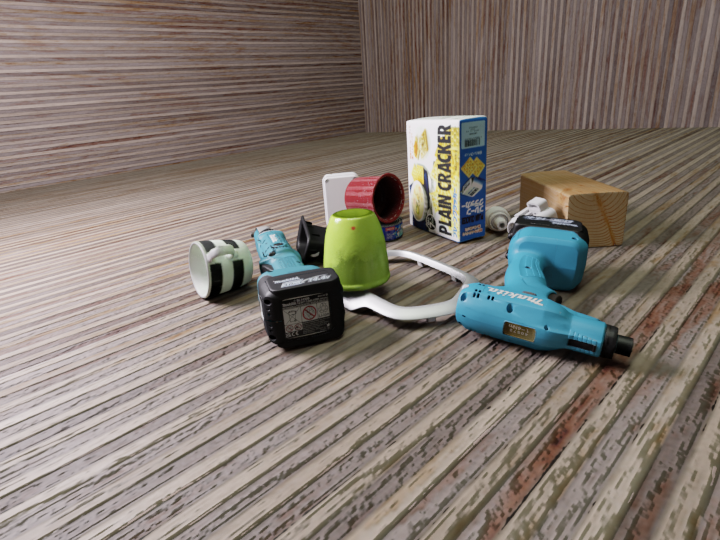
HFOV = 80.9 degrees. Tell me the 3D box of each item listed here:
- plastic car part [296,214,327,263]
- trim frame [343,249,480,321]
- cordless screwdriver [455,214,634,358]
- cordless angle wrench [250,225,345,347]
[{"bbox_3d":[-0.074,-0.048,0.755,0.069,0.065,0.121,4,21,-18],"label":"plastic car part"},{"bbox_3d":[0.049,0.014,0.605,0.178,0.027,0.262,-16,26,-27],"label":"trim frame"},{"bbox_3d":[0.232,0.013,0.505,0.167,0.072,0.244,13,32,30],"label":"cordless screwdriver"},{"bbox_3d":[-0.128,-0.015,0.668,0.096,0.073,0.440,-11,20,-16],"label":"cordless angle wrench"}]
